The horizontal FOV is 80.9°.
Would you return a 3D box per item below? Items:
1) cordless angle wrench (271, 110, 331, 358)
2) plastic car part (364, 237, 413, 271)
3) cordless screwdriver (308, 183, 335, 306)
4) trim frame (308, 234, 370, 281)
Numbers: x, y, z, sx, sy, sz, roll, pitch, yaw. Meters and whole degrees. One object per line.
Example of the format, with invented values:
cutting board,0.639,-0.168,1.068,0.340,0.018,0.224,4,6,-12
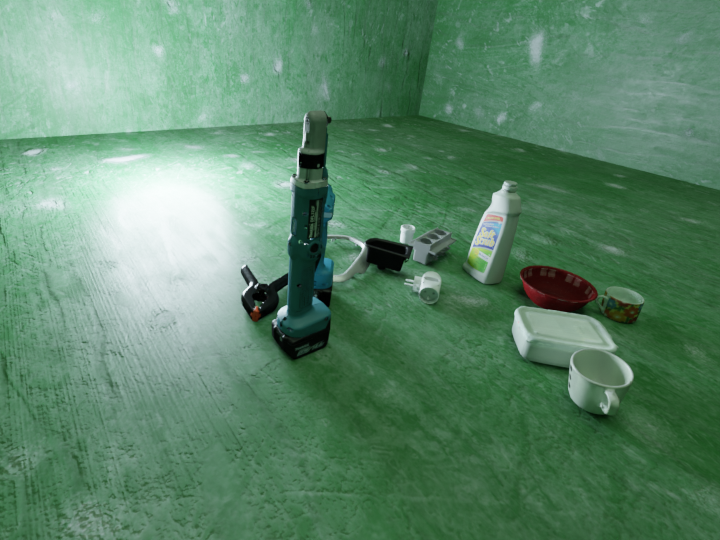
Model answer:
cordless angle wrench,-0.090,-0.047,0.701,0.094,0.414,0.079,-14,34,-36
plastic car part,0.065,-0.034,1.055,0.120,0.069,0.066,13,29,14
cordless screwdriver,-0.088,-0.057,0.896,0.074,0.243,0.163,6,28,-2
trim frame,-0.069,-0.035,1.081,0.190,0.027,0.246,14,30,16
